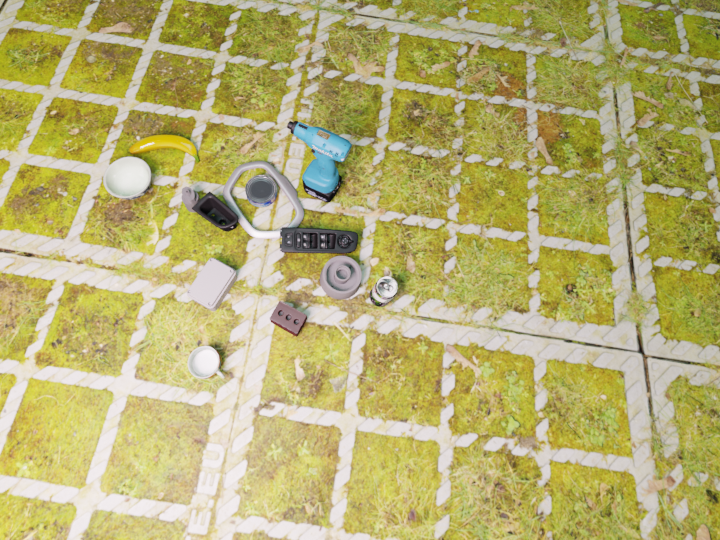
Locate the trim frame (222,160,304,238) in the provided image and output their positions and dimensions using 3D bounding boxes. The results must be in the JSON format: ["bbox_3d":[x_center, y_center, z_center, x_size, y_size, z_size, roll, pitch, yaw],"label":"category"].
[{"bbox_3d":[-0.264,-0.193,1.155,0.182,0.027,0.255,-34,75,-14],"label":"trim frame"}]

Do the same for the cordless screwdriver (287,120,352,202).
[{"bbox_3d":[-0.114,-0.279,1.080,0.161,0.246,0.074,28,71,3],"label":"cordless screwdriver"}]

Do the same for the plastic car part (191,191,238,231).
[{"bbox_3d":[-0.370,-0.139,1.107,0.119,0.070,0.066,38,72,9],"label":"plastic car part"}]

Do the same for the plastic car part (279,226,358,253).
[{"bbox_3d":[-0.107,-0.070,1.098,0.202,0.066,0.068,0,71,-4],"label":"plastic car part"}]
